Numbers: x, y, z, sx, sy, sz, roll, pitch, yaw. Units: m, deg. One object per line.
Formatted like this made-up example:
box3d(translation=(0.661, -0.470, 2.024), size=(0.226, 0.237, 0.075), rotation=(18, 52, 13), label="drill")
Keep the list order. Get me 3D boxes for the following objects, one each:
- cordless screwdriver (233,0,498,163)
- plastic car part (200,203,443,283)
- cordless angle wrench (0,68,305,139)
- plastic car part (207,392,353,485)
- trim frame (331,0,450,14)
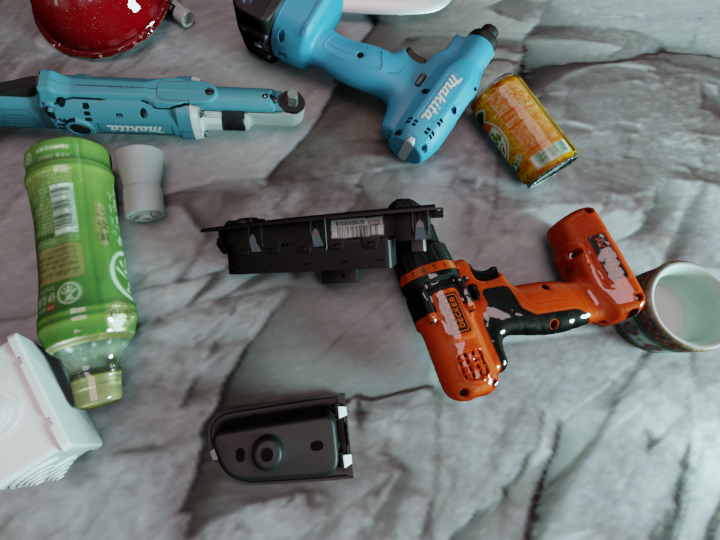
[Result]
box3d(translation=(0.007, -0.238, 0.431), size=(0.251, 0.074, 0.159), rotation=(35, 84, 4), label="cordless screwdriver")
box3d(translation=(-0.035, -0.023, 0.360), size=(0.208, 0.065, 0.066), rotation=(1, 102, 15), label="plastic car part")
box3d(translation=(-0.264, -0.158, 0.399), size=(0.417, 0.097, 0.076), rotation=(-1, 75, -8), label="cordless angle wrench")
box3d(translation=(-0.061, 0.134, 0.322), size=(0.115, 0.070, 0.067), rotation=(-4, 73, -9), label="plastic car part")
box3d(translation=(0.011, -0.379, 0.508), size=(0.248, 0.027, 0.187), rotation=(-1, 74, -2), label="trim frame")
